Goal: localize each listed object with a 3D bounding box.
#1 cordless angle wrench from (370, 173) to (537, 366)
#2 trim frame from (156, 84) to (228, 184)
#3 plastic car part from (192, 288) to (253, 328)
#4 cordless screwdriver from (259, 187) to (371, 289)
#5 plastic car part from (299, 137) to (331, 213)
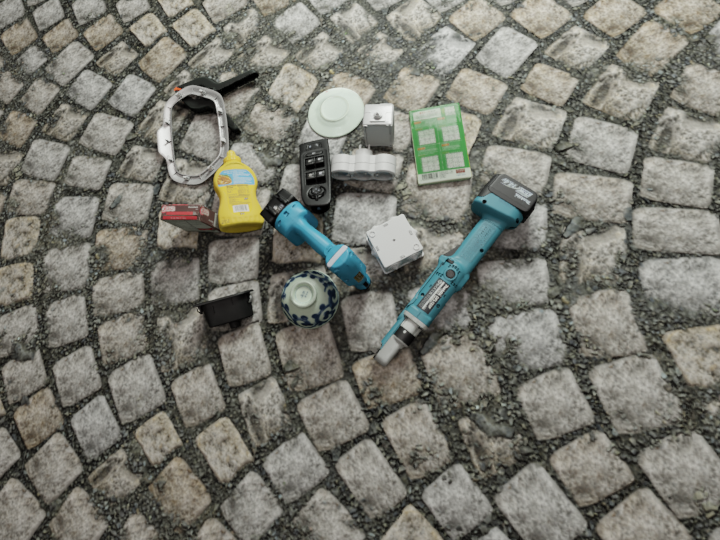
[{"bbox_3d":[0.167,0.009,0.798,0.101,0.072,0.422,38,86,16],"label":"cordless angle wrench"},{"bbox_3d":[-0.399,-0.324,1.003,0.188,0.027,0.251,-10,83,16],"label":"trim frame"},{"bbox_3d":[-0.272,0.085,0.869,0.117,0.065,0.071,-12,89,3],"label":"plastic car part"},{"bbox_3d":[-0.082,-0.054,0.842,0.074,0.151,0.262,-48,58,-3],"label":"cordless screwdriver"},{"bbox_3d":[-0.093,-0.194,0.892,0.066,0.064,0.210,-6,49,-1],"label":"plastic car part"}]
